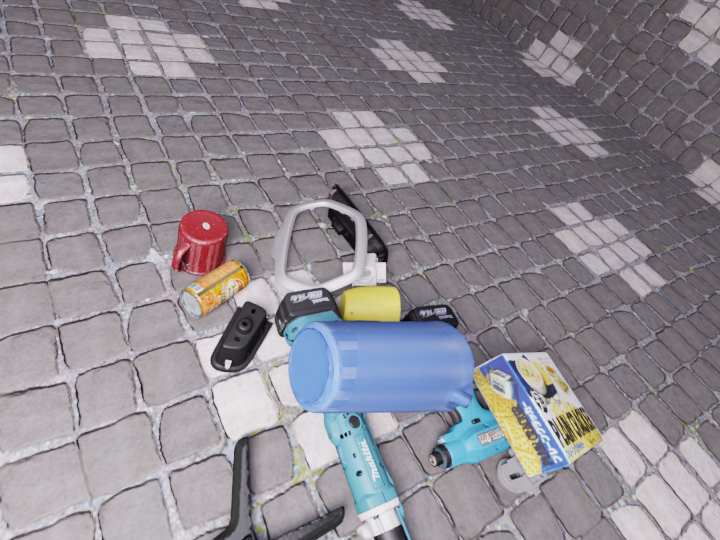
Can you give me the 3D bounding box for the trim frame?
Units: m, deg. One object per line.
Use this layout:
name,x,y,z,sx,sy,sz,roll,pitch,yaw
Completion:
trim frame,-0.080,-0.052,0.813,0.185,0.026,0.255,0,51,4

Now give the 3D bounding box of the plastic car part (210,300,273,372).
plastic car part,-0.180,0.095,0.650,0.066,0.070,0.117,24,42,-2

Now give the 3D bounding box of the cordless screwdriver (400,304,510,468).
cordless screwdriver,0.133,0.184,0.696,0.153,0.074,0.259,-7,57,-28

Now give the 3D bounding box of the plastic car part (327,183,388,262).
plastic car part,-0.016,-0.091,0.891,0.065,0.065,0.211,-28,64,-29

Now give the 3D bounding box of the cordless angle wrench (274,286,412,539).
cordless angle wrench,-0.017,0.222,0.604,0.094,0.074,0.441,-8,55,-29
